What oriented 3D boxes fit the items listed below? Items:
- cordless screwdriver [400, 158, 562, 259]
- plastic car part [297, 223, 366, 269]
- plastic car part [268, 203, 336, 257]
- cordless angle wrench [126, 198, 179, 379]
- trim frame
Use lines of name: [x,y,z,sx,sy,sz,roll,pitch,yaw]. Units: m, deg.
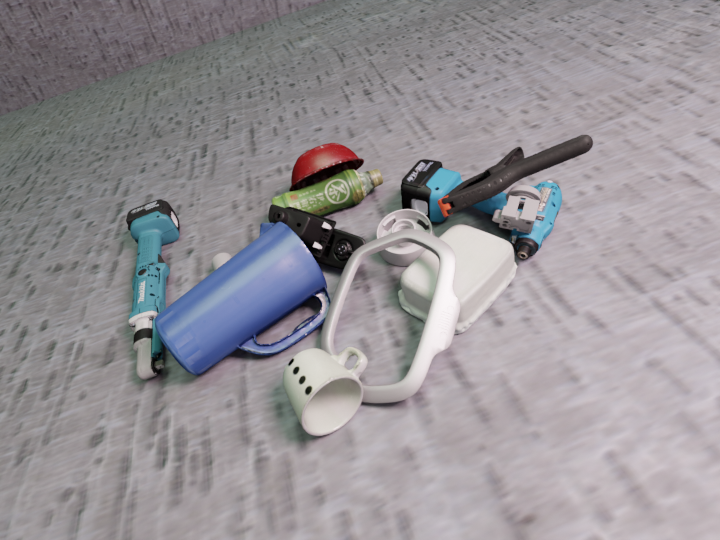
cordless screwdriver: [0.187,-0.104,0.708,0.261,0.071,0.158,17,53,28]
plastic car part: [-0.073,-0.048,0.747,0.214,0.063,0.066,17,89,35]
plastic car part: [-0.112,-0.078,0.706,0.122,0.067,0.066,24,88,29]
cordless angle wrench: [-0.390,0.019,0.785,0.097,0.071,0.444,-22,45,-4]
trim frame: [0.037,0.053,0.574,0.193,0.026,0.250,6,67,36]
